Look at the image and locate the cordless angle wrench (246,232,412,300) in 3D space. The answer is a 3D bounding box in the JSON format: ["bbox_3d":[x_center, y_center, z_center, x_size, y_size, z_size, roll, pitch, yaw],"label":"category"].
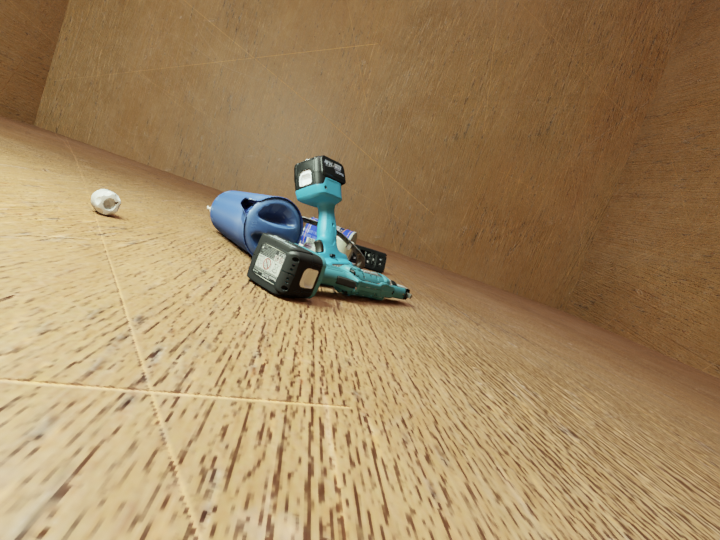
[{"bbox_3d":[-0.020,0.018,0.774,0.103,0.074,0.400,25,6,36],"label":"cordless angle wrench"}]

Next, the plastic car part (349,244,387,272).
[{"bbox_3d":[-0.017,-0.050,1.350,0.195,0.066,0.069,17,-3,-23],"label":"plastic car part"}]

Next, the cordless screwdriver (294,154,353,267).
[{"bbox_3d":[-0.084,-0.098,0.830,0.077,0.251,0.152,-12,-8,32],"label":"cordless screwdriver"}]

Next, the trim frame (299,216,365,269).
[{"bbox_3d":[-0.098,-0.064,1.002,0.261,0.027,0.175,19,-26,28],"label":"trim frame"}]
